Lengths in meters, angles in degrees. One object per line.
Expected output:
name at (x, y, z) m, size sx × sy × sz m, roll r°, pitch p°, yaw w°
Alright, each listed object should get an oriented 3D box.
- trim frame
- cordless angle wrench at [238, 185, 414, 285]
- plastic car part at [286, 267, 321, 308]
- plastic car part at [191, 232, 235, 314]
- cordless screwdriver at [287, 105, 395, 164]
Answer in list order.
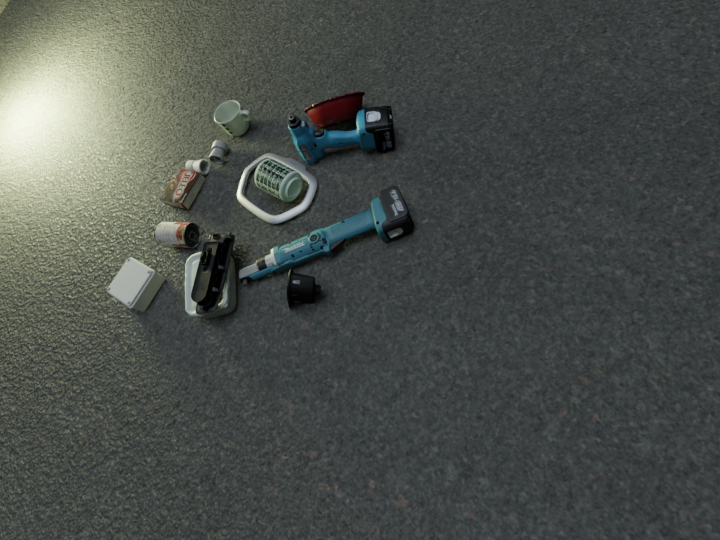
trim frame at (-0.222, -0.219, 1.106) m, size 0.262 × 0.026 × 0.184 m, roll 33°, pitch 82°, yaw 31°
cordless angle wrench at (-0.094, -0.062, 0.963) m, size 0.429 × 0.070 × 0.101 m, roll -21°, pitch 61°, yaw 13°
plastic car part at (-0.121, 0.040, 0.908) m, size 0.071 × 0.115 × 0.067 m, roll 8°, pitch 69°, yaw -4°
plastic car part at (-0.341, -0.001, 0.965) m, size 0.068 × 0.064 × 0.207 m, roll -1°, pitch 69°, yaw 11°
cordless screwdriver at (-0.046, -0.338, 1.020) m, size 0.255 × 0.152 × 0.076 m, roll -6°, pitch 66°, yaw 15°
